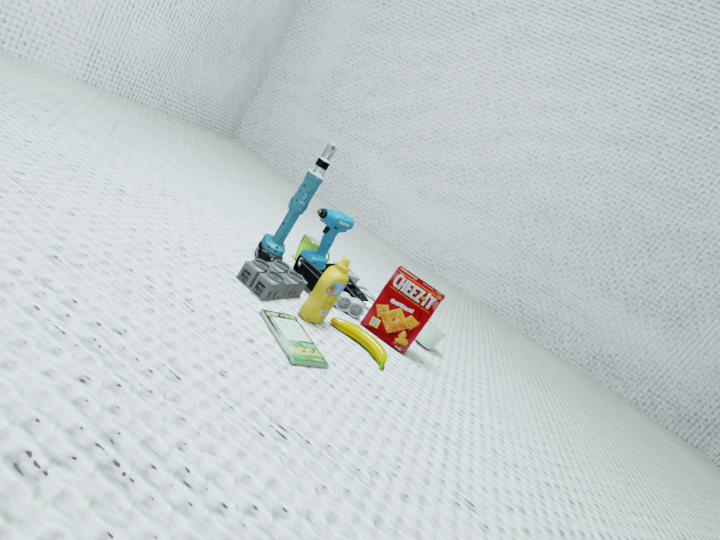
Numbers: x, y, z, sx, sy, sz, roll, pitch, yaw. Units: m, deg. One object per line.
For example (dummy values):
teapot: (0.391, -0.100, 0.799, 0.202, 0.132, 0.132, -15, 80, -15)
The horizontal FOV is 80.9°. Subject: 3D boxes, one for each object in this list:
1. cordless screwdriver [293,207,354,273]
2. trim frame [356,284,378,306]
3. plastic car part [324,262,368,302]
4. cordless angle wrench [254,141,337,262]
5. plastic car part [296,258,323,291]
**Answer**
cordless screwdriver: (-0.135, -0.089, 1.385, 0.078, 0.248, 0.150, 42, 16, 36)
trim frame: (0.070, 0.131, 1.540, 0.257, 0.027, 0.178, 35, 13, 15)
plastic car part: (-0.058, 0.054, 1.441, 0.214, 0.067, 0.063, 41, 15, 35)
cordless angle wrench: (-0.190, -0.202, 1.291, 0.071, 0.423, 0.102, 27, 14, -25)
plastic car part: (-0.155, 0.025, 1.311, 0.122, 0.071, 0.063, 37, 13, 23)
